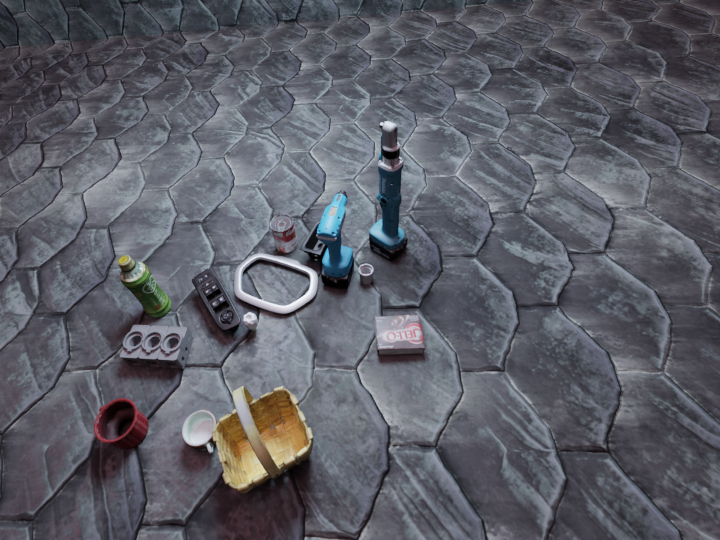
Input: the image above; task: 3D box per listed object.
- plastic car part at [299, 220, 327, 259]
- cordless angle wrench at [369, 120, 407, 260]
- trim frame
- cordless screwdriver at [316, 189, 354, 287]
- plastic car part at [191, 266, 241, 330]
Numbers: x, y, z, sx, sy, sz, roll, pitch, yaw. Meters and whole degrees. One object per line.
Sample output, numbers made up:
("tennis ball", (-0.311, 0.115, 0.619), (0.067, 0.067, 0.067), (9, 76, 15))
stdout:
("plastic car part", (-0.120, -0.078, 1.225), (0.068, 0.068, 0.117), (14, 55, 16))
("cordless angle wrench", (0.073, -0.190, 1.071), (0.103, 0.407, 0.073), (33, 60, 25))
("trim frame", (-0.239, 0.030, 1.181), (0.257, 0.026, 0.185), (14, 55, 18))
("cordless screwdriver", (-0.059, -0.078, 1.107), (0.076, 0.240, 0.161), (9, 53, 10))
("plastic car part", (-0.380, 0.087, 1.130), (0.065, 0.064, 0.214), (-30, 54, -18))
